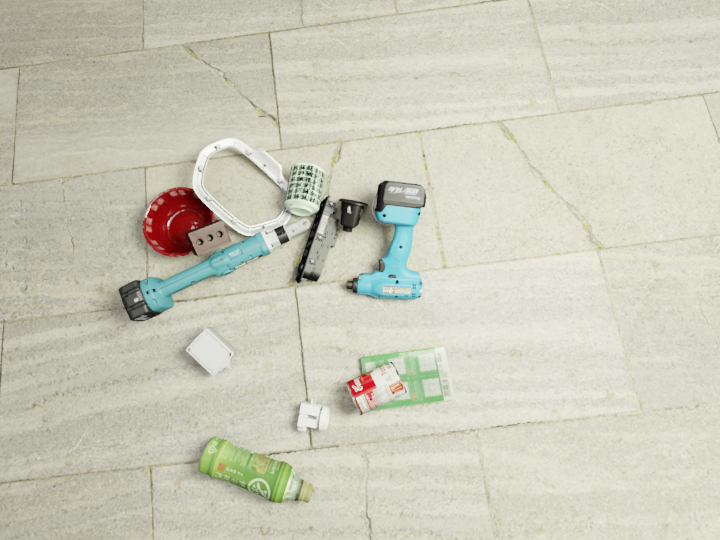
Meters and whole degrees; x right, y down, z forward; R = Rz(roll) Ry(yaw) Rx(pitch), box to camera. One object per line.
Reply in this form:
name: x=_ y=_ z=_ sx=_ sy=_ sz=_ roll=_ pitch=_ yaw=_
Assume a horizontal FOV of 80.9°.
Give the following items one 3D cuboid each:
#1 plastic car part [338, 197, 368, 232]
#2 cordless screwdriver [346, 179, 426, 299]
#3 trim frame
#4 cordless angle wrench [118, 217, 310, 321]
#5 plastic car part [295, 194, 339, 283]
plastic car part: x=-0.022 y=-0.119 z=0.921 sx=0.066 sy=0.117 sz=0.070 roll=11 pitch=103 yaw=1
cordless screwdriver: x=0.054 y=-0.062 z=0.882 sx=0.160 sy=0.075 sz=0.246 roll=3 pitch=101 yaw=3
trim frame: x=-0.260 y=-0.191 z=0.954 sx=0.247 sy=0.028 sz=0.183 roll=41 pitch=71 yaw=-3
cordless angle wrench: x=-0.300 y=-0.016 z=0.918 sx=0.420 sy=0.097 sz=0.075 roll=-26 pitch=83 yaw=-7
plastic car part: x=-0.091 y=-0.060 z=0.933 sx=0.065 sy=0.068 sz=0.204 roll=26 pitch=77 yaw=-21
